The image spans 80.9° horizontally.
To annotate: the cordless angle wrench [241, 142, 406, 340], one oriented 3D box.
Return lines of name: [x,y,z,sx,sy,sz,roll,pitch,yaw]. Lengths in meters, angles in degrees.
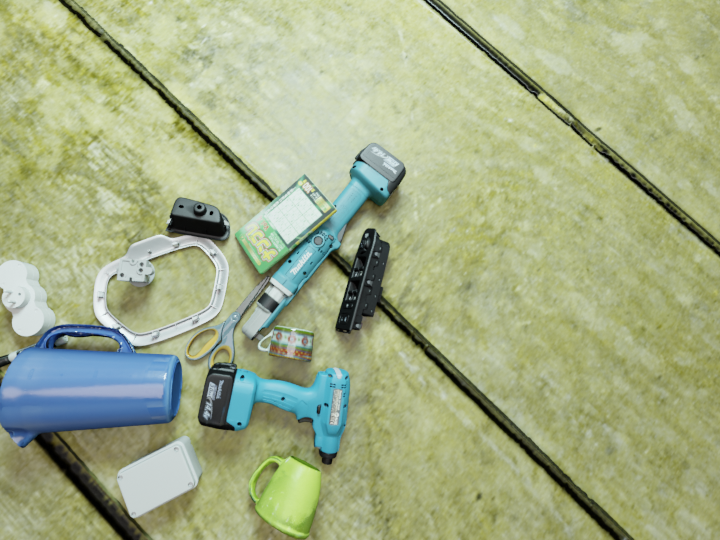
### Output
cordless angle wrench: [-0.077,-0.050,0.783,0.099,0.074,0.422,38,80,2]

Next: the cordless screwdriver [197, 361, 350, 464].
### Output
cordless screwdriver: [-0.145,0.241,0.719,0.246,0.075,0.159,7,89,-8]

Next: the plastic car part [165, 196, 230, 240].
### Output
plastic car part: [-0.297,-0.101,0.773,0.117,0.070,0.067,11,67,0]

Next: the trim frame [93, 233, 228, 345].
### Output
trim frame: [-0.362,0.029,0.771,0.247,0.027,0.187,-21,80,-6]

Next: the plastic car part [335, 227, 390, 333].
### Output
plastic car part: [0.012,0.019,0.779,0.065,0.067,0.204,14,78,-14]
